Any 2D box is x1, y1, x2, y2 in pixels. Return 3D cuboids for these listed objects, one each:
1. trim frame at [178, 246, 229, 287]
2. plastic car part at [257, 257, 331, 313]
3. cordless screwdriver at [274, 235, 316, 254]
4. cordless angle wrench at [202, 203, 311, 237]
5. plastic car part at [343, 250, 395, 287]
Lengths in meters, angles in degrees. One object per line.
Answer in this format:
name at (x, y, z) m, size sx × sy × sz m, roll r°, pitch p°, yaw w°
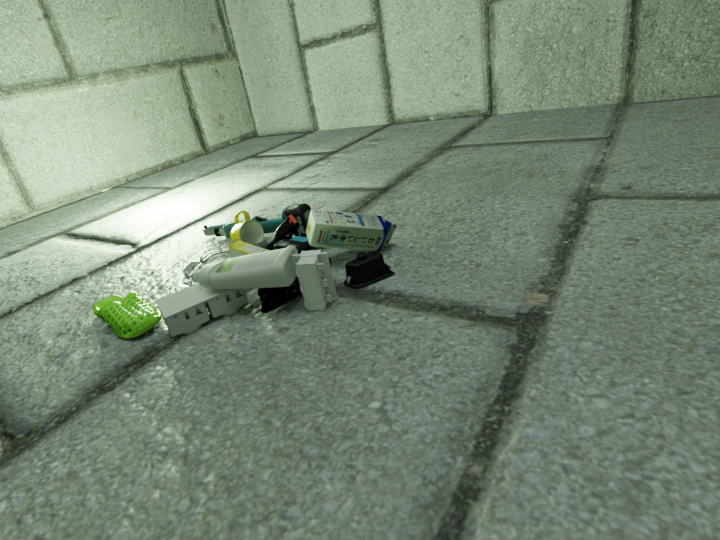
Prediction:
trim frame at (-0.430, -0.015, 1.244) m, size 0.188 × 0.026 × 0.252 m, roll -7°, pitch 29°, yaw 13°
plastic car part at (-0.160, 0.025, 0.990) m, size 0.070 × 0.064 × 0.199 m, roll 38°, pitch 54°, yaw 25°
cordless screwdriver at (-0.116, -0.076, 1.182) m, size 0.167 × 0.072 × 0.244 m, roll 7°, pitch 28°, yaw 29°
cordless angle wrench at (-0.359, -0.147, 1.415) m, size 0.439 × 0.095 × 0.074 m, roll -3°, pitch 26°, yaw 25°
plastic car part at (0.013, -0.010, 1.001) m, size 0.113 × 0.069 × 0.069 m, roll -20°, pitch 25°, yaw -23°
